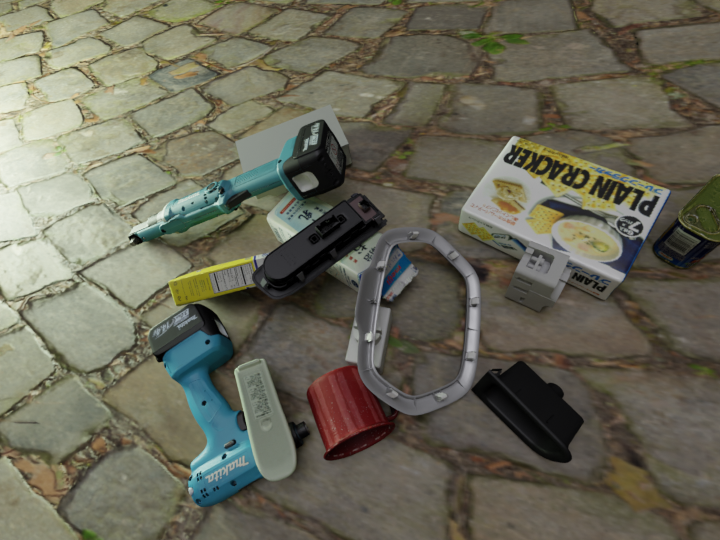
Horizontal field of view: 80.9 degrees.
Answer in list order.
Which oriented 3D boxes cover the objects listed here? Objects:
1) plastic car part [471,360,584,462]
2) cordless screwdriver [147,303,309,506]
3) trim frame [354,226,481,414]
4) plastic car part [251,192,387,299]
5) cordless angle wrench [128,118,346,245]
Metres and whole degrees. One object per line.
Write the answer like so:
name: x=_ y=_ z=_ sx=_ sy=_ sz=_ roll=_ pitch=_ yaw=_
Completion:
plastic car part: x=0.205 y=0.156 z=0.500 sx=0.070 sy=0.064 sz=0.122 roll=-36 pitch=63 yaw=-24
cordless screwdriver: x=-0.186 y=0.161 z=0.581 sx=0.159 sy=0.071 sz=0.259 roll=-30 pitch=64 yaw=-4
trim frame: x=0.078 y=0.057 z=0.551 sx=0.180 sy=0.028 sz=0.252 roll=16 pitch=70 yaw=-11
plastic car part: x=-0.056 y=-0.037 z=0.571 sx=0.202 sy=0.066 sz=0.068 roll=-38 pitch=80 yaw=-9
cordless angle wrench: x=-0.228 y=-0.118 z=0.695 sx=0.435 sy=0.070 sz=0.100 roll=-16 pitch=44 yaw=24
